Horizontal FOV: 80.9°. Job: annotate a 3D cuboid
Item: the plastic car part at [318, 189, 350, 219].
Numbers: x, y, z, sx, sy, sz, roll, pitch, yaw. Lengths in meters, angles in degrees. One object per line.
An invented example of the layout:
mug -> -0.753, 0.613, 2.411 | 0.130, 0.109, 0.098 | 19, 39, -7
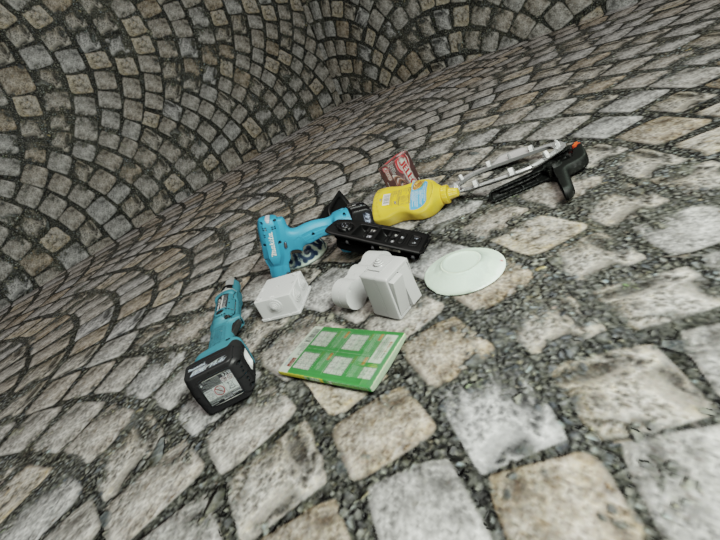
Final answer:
plastic car part -> -0.078, -0.152, 1.143 | 0.073, 0.064, 0.116 | -25, 24, 40

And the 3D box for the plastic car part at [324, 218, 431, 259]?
plastic car part -> 0.029, -0.057, 0.828 | 0.211, 0.064, 0.066 | 17, 50, 22

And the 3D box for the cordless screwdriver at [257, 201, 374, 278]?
cordless screwdriver -> -0.090, -0.059, 0.923 | 0.248, 0.155, 0.076 | -11, 20, -3

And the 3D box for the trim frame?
trim frame -> 0.306, -0.224, 0.912 | 0.258, 0.027, 0.181 | -16, 19, 42

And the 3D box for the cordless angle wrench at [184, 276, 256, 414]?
cordless angle wrench -> -0.262, 0.103, 0.831 | 0.098, 0.072, 0.438 | -27, 24, -3
